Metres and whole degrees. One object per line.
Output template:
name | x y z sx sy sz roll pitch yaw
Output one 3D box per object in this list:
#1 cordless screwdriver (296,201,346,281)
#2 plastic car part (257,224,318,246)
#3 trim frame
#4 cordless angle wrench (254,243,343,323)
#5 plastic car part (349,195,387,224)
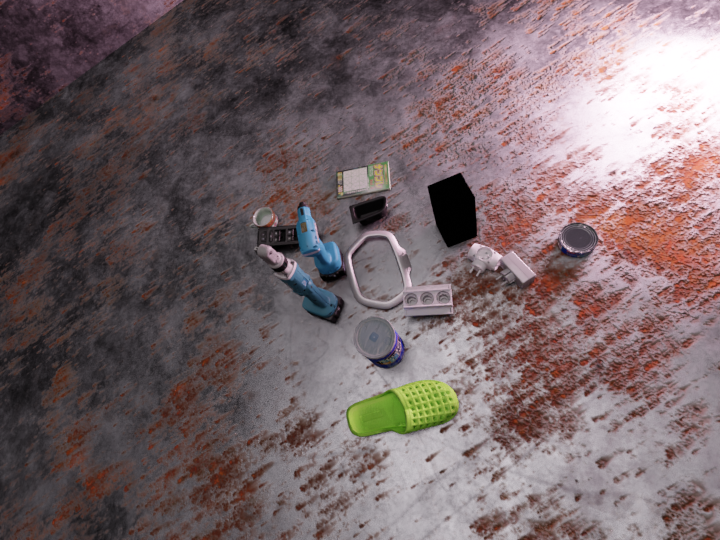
cordless screwdriver | -0.117 -0.076 1.194 0.075 0.237 0.165 -18 63 9
plastic car part | -0.226 -0.104 1.348 0.209 0.064 0.068 -5 65 18
trim frame | 0.050 -0.005 1.221 0.186 0.026 0.258 -22 61 10
cordless angle wrench | -0.149 0.034 1.058 0.102 0.403 0.075 17 73 23
plastic car part | 0.033 -0.173 1.282 0.118 0.067 0.068 -16 63 12
